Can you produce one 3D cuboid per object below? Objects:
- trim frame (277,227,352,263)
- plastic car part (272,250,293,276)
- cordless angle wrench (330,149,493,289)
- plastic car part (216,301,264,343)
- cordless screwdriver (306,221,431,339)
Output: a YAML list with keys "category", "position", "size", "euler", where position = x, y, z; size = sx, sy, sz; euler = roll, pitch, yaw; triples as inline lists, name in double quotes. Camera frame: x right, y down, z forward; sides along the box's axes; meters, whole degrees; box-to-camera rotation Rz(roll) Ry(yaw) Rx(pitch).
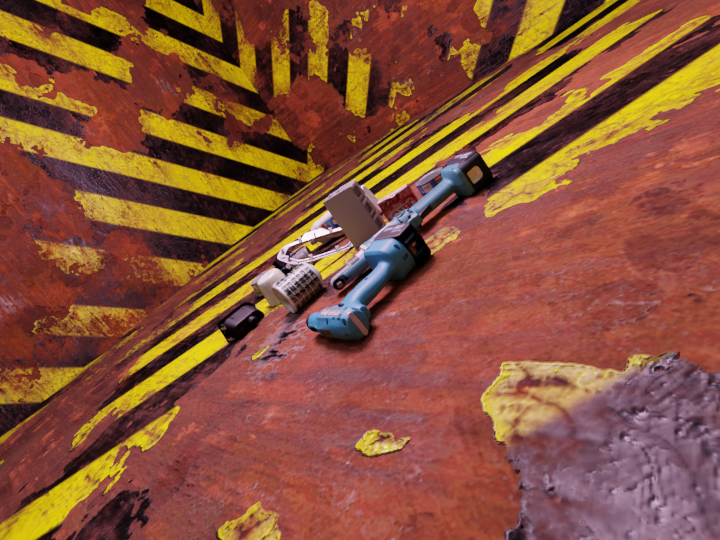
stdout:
- category: "trim frame"
  position: [-0.117, -0.077, 1.197]
  size: [0.248, 0.026, 0.191]
  euler: [-20, 26, -3]
- category: "plastic car part"
  position: [-0.237, -0.016, 1.311]
  size: [0.204, 0.067, 0.066]
  euler: [-77, 13, -71]
- category: "cordless angle wrench"
  position: [0.100, -0.101, 0.917]
  size: [0.421, 0.072, 0.101]
  euler: [-40, 16, -7]
- category: "plastic car part"
  position: [-0.294, 0.129, 1.076]
  size: [0.075, 0.063, 0.115]
  euler: [7, 40, 46]
- category: "cordless screwdriver"
  position: [0.007, 0.022, 0.766]
  size: [0.247, 0.072, 0.165]
  euler: [-50, 21, -28]
